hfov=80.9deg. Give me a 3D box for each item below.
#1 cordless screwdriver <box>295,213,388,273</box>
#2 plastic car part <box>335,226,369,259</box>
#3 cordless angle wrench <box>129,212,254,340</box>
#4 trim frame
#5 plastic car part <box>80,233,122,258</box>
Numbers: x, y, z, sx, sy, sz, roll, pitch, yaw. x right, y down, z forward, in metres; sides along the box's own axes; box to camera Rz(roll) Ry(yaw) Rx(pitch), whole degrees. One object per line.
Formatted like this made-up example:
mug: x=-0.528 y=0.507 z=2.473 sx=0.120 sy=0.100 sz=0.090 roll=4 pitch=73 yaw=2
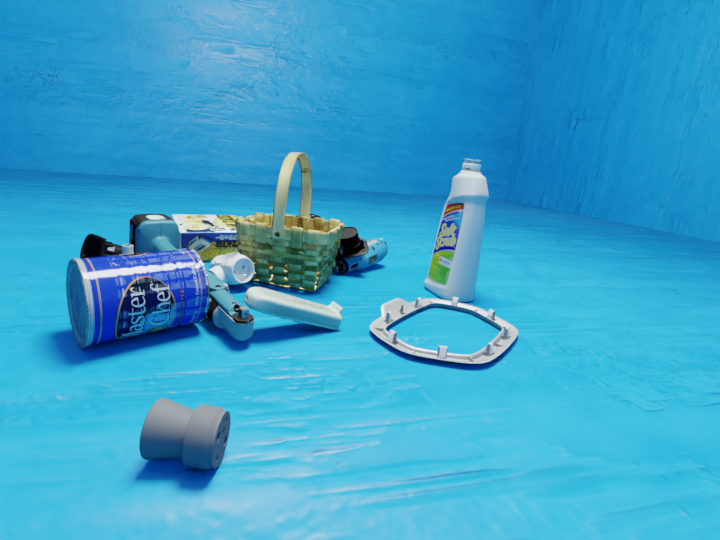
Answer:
cordless screwdriver: x=-0.080 y=-0.058 z=0.968 sx=0.263 sy=0.073 sz=0.154 roll=21 pitch=31 yaw=36
plastic car part: x=-0.085 y=-0.056 z=0.869 sx=0.206 sy=0.065 sz=0.067 roll=-2 pitch=31 yaw=9
cordless angle wrench: x=-0.276 y=0.004 z=0.670 sx=0.071 sy=0.096 sz=0.448 roll=-6 pitch=22 yaw=-40
trim frame: x=0.122 y=0.078 z=0.622 sx=0.194 sy=0.027 sz=0.239 roll=15 pitch=20 yaw=35
plastic car part: x=-0.466 y=-0.030 z=0.783 sx=0.067 sy=0.066 sz=0.123 roll=13 pitch=2 yaw=-44
